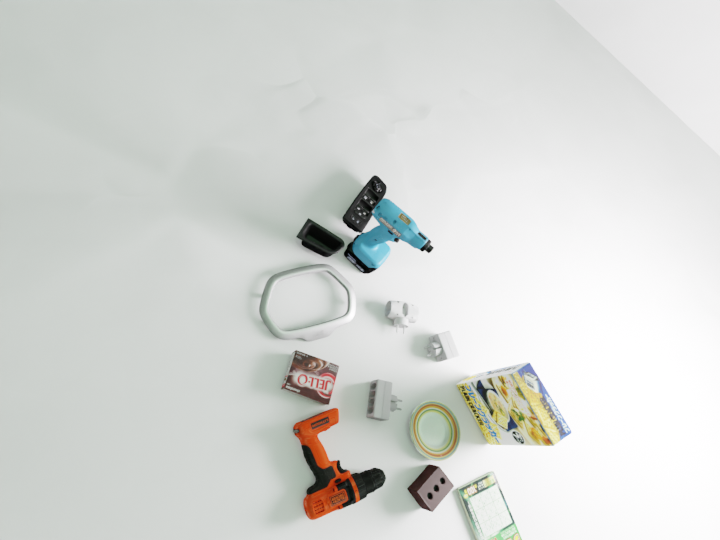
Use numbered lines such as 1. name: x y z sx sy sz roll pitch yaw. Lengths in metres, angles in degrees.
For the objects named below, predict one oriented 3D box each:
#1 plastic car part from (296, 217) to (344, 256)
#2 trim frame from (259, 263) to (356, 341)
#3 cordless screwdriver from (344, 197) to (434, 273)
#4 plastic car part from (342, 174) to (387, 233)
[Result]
1. plastic car part: -0.106 -0.070 1.087 0.116 0.071 0.066 32 61 -3
2. trim frame: -0.127 0.078 1.038 0.242 0.027 0.189 -13 71 -22
3. cordless screwdriver: 0.064 -0.062 1.034 0.160 0.250 0.074 43 61 0
4. plastic car part: 0.012 -0.181 1.176 0.066 0.067 0.203 33 61 -3
